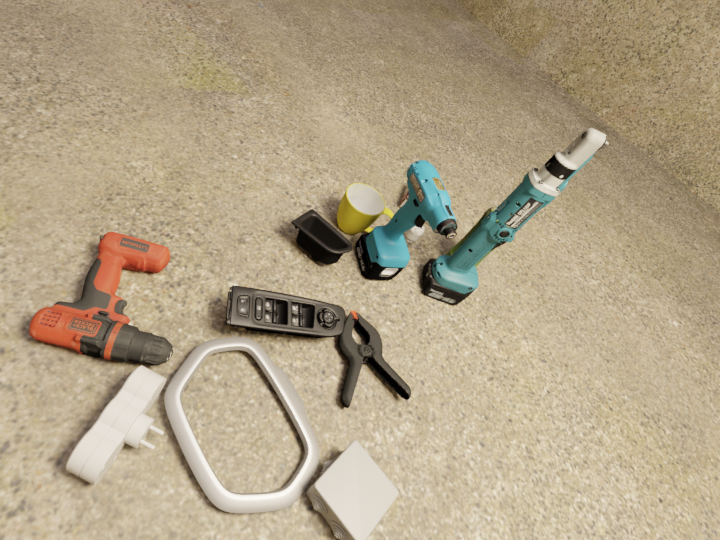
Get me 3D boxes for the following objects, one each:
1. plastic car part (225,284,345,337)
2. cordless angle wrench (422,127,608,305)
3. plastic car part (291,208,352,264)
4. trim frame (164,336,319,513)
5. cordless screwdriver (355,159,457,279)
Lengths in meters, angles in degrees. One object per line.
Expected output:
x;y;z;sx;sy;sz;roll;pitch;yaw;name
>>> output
-0.120;0.080;0.690;0.196;0.067;0.069;9;50;-20;plastic car part
0.256;-0.082;0.763;0.096;0.423;0.076;22;47;-13;cordless angle wrench
-0.080;-0.052;0.820;0.119;0.071;0.065;42;46;11;plastic car part
-0.161;0.205;0.590;0.178;0.027;0.257;-23;65;-38;trim frame
0.083;-0.063;0.785;0.071;0.248;0.166;4;52;-27;cordless screwdriver
